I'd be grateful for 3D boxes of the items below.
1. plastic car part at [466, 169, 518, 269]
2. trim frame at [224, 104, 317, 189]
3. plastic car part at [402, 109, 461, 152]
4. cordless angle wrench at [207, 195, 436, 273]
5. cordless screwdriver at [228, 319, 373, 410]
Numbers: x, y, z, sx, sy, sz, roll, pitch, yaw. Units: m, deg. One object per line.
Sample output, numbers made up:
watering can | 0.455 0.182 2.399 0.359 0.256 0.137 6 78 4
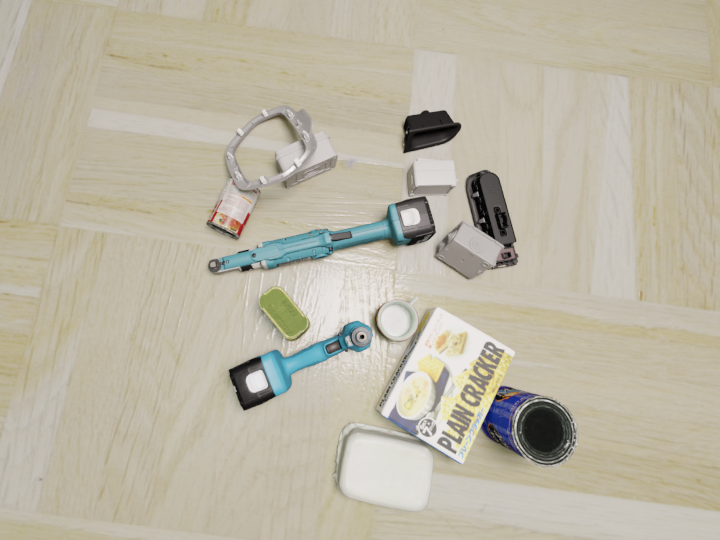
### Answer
plastic car part | 0.260 -0.108 0.831 0.066 0.065 0.207 -12 76 1
trim frame | -0.173 -0.240 0.799 0.184 0.026 0.261 -32 46 2
plastic car part | 0.137 -0.297 0.872 0.115 0.064 0.073 -16 67 -9
cordless angle wrench | -0.078 -0.051 0.799 0.423 0.096 0.075 -13 81 0
cordless screwdriver | -0.095 0.151 0.714 0.247 0.158 0.075 -23 84 -5
